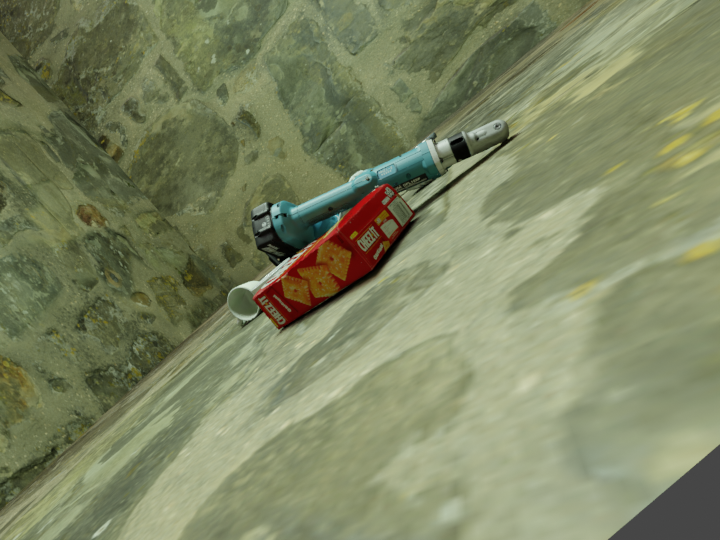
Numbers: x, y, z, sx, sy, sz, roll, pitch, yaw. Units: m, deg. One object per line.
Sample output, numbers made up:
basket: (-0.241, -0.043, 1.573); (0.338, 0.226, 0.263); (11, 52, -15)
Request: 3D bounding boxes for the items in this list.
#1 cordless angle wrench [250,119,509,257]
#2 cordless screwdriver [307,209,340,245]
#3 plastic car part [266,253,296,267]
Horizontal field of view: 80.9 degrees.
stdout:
cordless angle wrench: (0.019, -0.132, 0.672); (0.432, 0.076, 0.093); (-21, -21, 21)
cordless screwdriver: (-0.087, -0.057, 0.894); (0.249, 0.074, 0.158); (-78, 9, -78)
plastic car part: (-0.191, -0.019, 1.080); (0.065, 0.120, 0.069); (-44, -16, -28)
